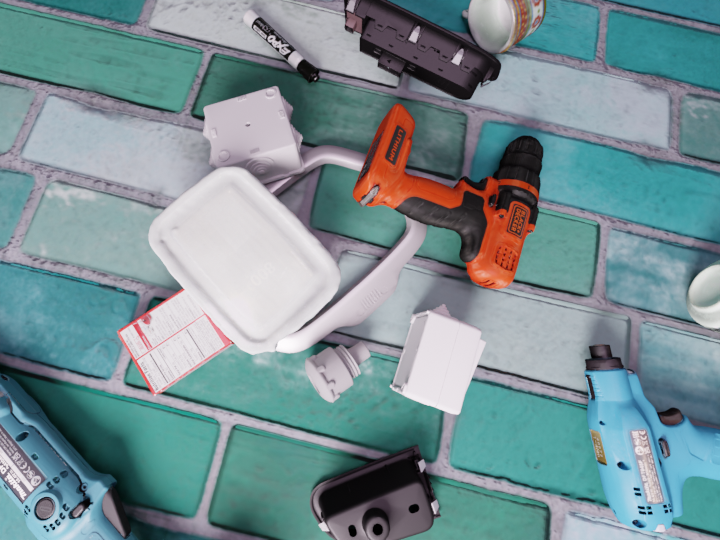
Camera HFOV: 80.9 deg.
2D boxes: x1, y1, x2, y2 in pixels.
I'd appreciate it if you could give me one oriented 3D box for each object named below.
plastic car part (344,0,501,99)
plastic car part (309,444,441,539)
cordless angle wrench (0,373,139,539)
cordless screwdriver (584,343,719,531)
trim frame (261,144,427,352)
[{"bbox_3d":[0.064,-0.257,0.493,0.204,0.066,0.067,24,87,3],"label":"plastic car part"},{"bbox_3d":[0.016,0.212,0.374,0.115,0.070,0.067,-16,79,-10],"label":"plastic car part"},{"bbox_3d":[-0.257,0.199,0.370,0.431,0.073,0.097,41,78,10],"label":"cordless angle wrench"},{"bbox_3d":[0.346,0.141,0.403,0.249,0.073,0.162,-6,77,0],"label":"cordless screwdriver"},{"bbox_3d":[-0.044,-0.029,0.453,0.247,0.027,0.187,-42,81,-12],"label":"trim frame"}]
